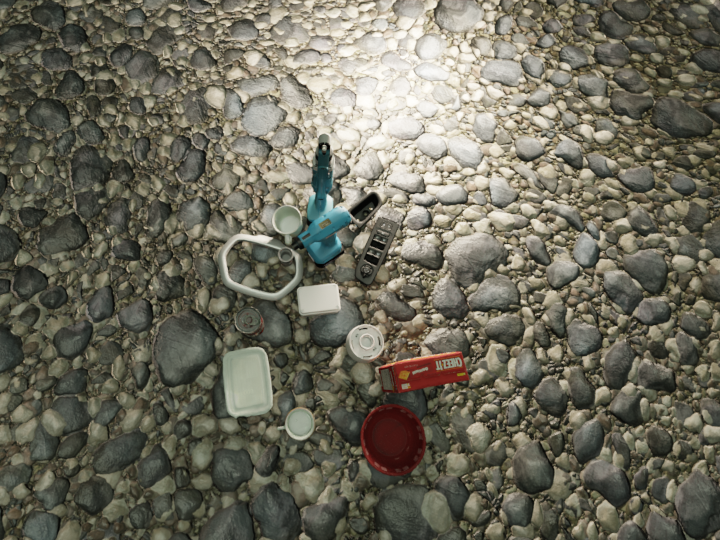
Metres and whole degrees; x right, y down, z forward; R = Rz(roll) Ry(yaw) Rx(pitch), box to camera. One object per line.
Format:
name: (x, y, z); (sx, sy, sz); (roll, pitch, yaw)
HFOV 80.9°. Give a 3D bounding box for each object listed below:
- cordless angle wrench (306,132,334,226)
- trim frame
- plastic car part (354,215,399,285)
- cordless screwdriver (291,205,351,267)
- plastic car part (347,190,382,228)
cordless angle wrench: (-0.098, -0.222, 1.077); (0.074, 0.418, 0.099); (5, 74, -6)
trim frame: (-0.286, -0.014, 1.207); (0.250, 0.027, 0.186); (15, 72, 3)
plastic car part: (0.040, -0.051, 1.207); (0.067, 0.066, 0.204); (24, 72, 3)
cordless screwdriver: (-0.109, -0.071, 1.116); (0.157, 0.246, 0.076); (-34, 80, -14)
plastic car part: (0.013, -0.172, 1.246); (0.116, 0.070, 0.067); (-43, 80, -14)
